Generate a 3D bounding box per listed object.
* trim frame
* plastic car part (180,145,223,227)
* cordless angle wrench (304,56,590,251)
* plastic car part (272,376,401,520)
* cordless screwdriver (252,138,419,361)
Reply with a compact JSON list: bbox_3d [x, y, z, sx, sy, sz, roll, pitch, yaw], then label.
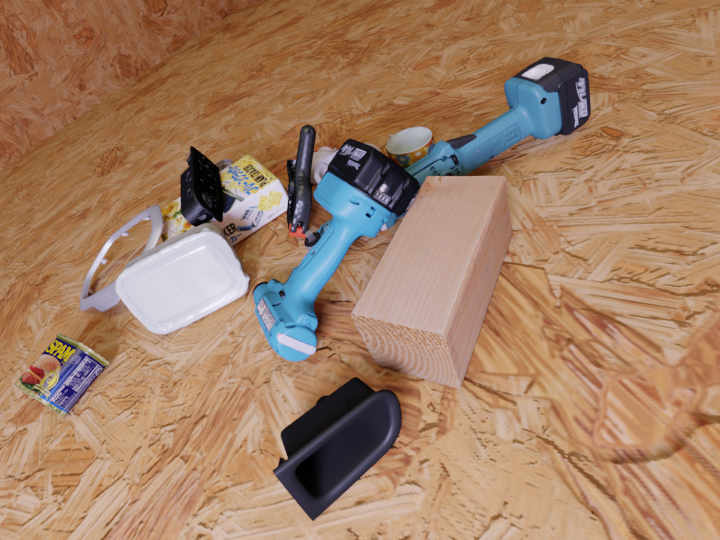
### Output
[{"bbox_3d":[-0.417,-0.020,0.738,0.255,0.026,0.190,-23,49,27],"label":"trim frame"},{"bbox_3d":[-0.271,-0.135,0.703,0.067,0.063,0.214,-37,41,3],"label":"plastic car part"},{"bbox_3d":[0.108,-0.139,0.584,0.423,0.093,0.078,-32,39,1],"label":"cordless angle wrench"},{"bbox_3d":[-0.024,0.144,0.381,0.115,0.063,0.074,-38,27,-17],"label":"plastic car part"},{"bbox_3d":[-0.050,-0.032,0.507,0.248,0.071,0.167,-59,32,4],"label":"cordless screwdriver"}]
